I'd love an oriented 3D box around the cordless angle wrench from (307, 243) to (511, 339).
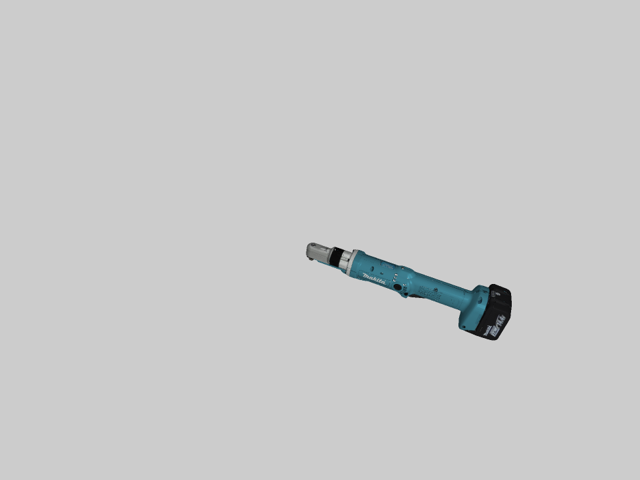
[{"bbox_3d":[0.166,0.084,0.877,0.423,0.098,0.074,19,39,12],"label":"cordless angle wrench"}]
